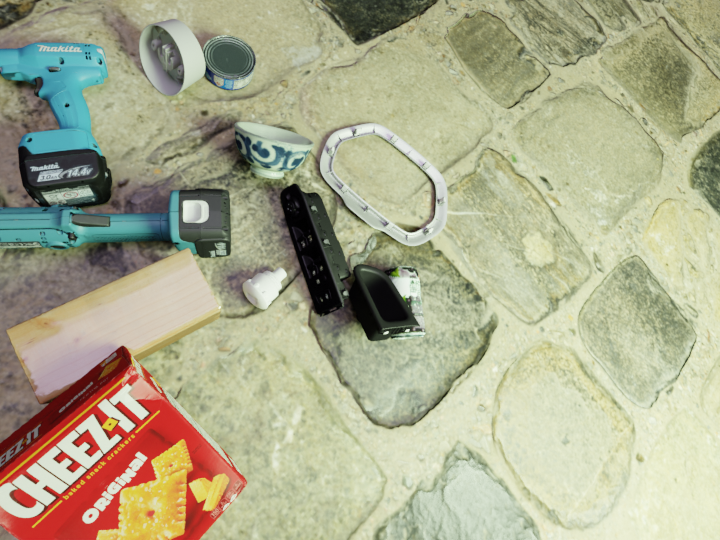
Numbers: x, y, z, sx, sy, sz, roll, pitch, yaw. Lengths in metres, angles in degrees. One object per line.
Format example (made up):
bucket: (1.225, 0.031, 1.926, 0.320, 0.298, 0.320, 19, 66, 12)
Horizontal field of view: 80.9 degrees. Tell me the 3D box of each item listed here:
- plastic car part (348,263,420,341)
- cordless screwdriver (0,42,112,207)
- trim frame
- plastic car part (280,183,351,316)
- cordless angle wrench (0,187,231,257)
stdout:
plastic car part: (0.020, 0.055, 0.613, 0.063, 0.070, 0.122, 1, 42, -32)
cordless screwdriver: (-0.428, -0.206, 0.577, 0.155, 0.074, 0.255, -9, 72, -19)
trim frame: (0.046, -0.151, 0.719, 0.247, 0.028, 0.183, 40, 67, -3)
plastic car part: (-0.062, -0.040, 0.632, 0.065, 0.067, 0.206, -18, 78, -32)
cordless angle wrench: (-0.381, -0.056, 0.537, 0.415, 0.098, 0.076, -2, 76, -12)
